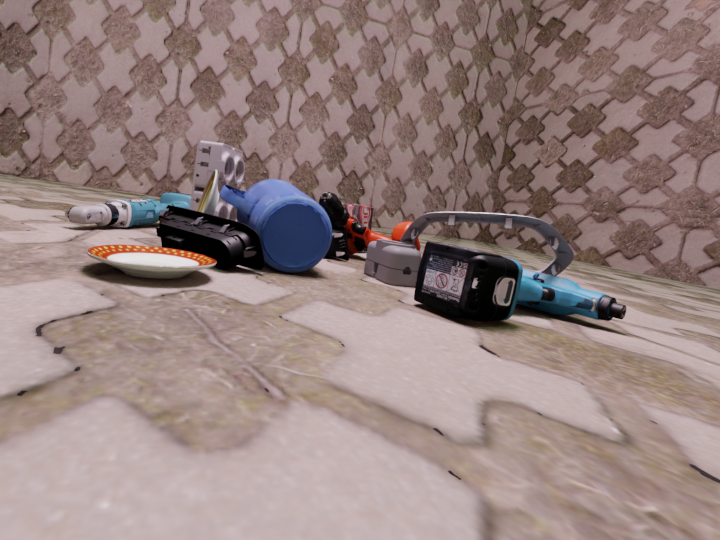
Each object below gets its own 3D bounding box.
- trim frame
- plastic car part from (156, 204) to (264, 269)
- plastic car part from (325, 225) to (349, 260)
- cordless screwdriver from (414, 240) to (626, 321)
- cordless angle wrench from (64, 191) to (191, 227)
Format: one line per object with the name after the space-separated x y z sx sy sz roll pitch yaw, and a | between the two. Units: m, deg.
0.183 -0.028 0.648 0.257 0.028 0.175 6 -31 21 | trim frame
-0.218 -0.043 0.577 0.213 0.065 0.065 13 18 29 | plastic car part
-0.081 -0.053 0.832 0.068 0.065 0.122 -12 14 -31 | plastic car part
0.195 0.025 0.515 0.236 0.074 0.168 7 7 -40 | cordless screwdriver
-0.447 -0.124 0.886 0.099 0.074 0.423 9 10 1 | cordless angle wrench
